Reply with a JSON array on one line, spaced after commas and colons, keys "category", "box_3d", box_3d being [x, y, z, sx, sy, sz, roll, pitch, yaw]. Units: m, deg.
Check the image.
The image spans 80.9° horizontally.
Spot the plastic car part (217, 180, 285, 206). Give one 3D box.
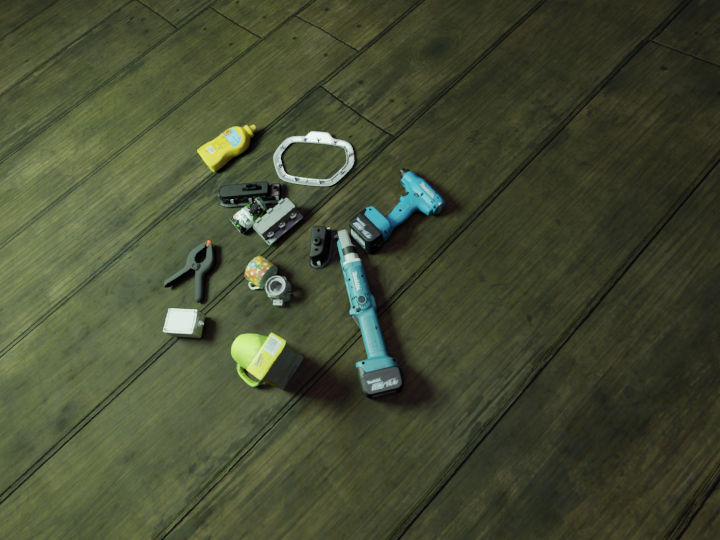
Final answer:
[{"category": "plastic car part", "box_3d": [-0.324, -0.223, 1.221, 0.206, 0.065, 0.067, -5, 73, 10]}]

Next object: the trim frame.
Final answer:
[{"category": "trim frame", "box_3d": [-0.142, -0.333, 1.255, 0.256, 0.026, 0.186, 9, 67, 16]}]

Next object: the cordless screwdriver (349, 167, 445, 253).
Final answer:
[{"category": "cordless screwdriver", "box_3d": [0.079, -0.165, 1.114, 0.247, 0.072, 0.166, -33, 65, -10]}]

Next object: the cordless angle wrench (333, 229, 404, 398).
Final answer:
[{"category": "cordless angle wrench", "box_3d": [0.004, 0.081, 1.019, 0.098, 0.071, 0.438, -16, 62, 1]}]

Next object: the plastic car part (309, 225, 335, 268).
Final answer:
[{"category": "plastic car part", "box_3d": [-0.108, -0.071, 1.106, 0.067, 0.068, 0.119, 0, 64, 9]}]
